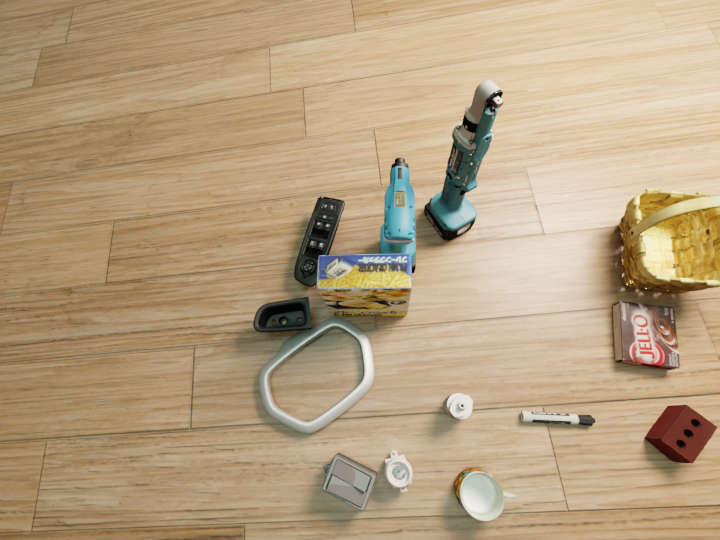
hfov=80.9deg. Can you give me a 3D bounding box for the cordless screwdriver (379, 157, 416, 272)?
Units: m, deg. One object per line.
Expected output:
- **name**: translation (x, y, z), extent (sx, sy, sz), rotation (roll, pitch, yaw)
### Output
- **cordless screwdriver**: translation (0.074, -0.093, 0.820), extent (0.075, 0.241, 0.162), rotation (1, 71, 5)

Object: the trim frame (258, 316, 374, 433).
- **trim frame**: translation (-0.087, 0.204, 0.847), extent (0.247, 0.026, 0.191), rotation (-37, 68, -6)

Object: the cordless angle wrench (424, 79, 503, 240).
- **cordless angle wrench**: translation (0.180, -0.177, 0.744), extent (0.074, 0.410, 0.101), rotation (-29, 72, -6)

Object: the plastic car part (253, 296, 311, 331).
- **plastic car part**: translation (-0.157, 0.100, 0.875), extent (0.117, 0.069, 0.067), rotation (-8, 70, 5)

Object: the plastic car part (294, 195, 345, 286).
- **plastic car part**: translation (-0.091, -0.059, 0.928), extent (0.068, 0.065, 0.204), rotation (15, 72, 11)
